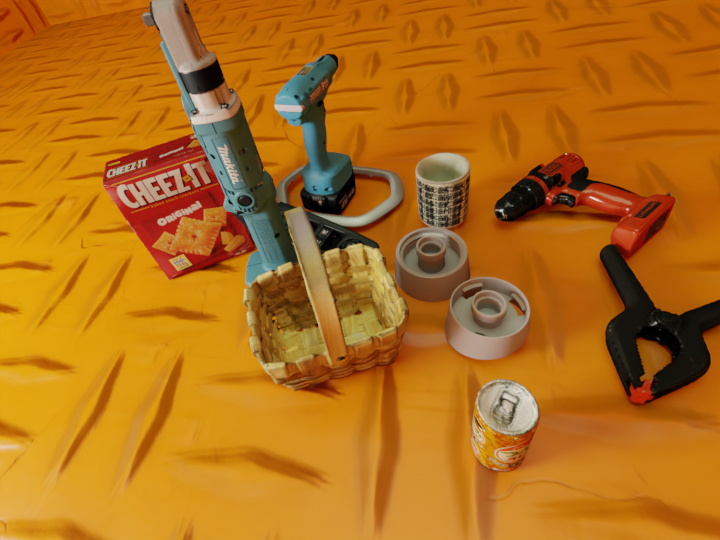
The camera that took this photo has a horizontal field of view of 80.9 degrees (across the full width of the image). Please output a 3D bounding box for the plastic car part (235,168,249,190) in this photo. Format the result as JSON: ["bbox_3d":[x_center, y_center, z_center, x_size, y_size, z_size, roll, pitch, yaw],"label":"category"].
[{"bbox_3d":[-0.231,-0.156,0.820,0.068,0.068,0.119,0,48,13],"label":"plastic car part"}]

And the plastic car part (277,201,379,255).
[{"bbox_3d":[-0.066,-0.043,0.675,0.213,0.064,0.066,21,56,30],"label":"plastic car part"}]

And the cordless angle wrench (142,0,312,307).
[{"bbox_3d":[-0.137,-0.099,0.510,0.099,0.405,0.077,-7,47,5],"label":"cordless angle wrench"}]

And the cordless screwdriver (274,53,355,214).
[{"bbox_3d":[-0.061,-0.227,0.721,0.077,0.238,0.159,12,52,22],"label":"cordless screwdriver"}]

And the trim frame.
[{"bbox_3d":[-0.044,-0.147,0.790,0.258,0.026,0.185,8,51,21],"label":"trim frame"}]
